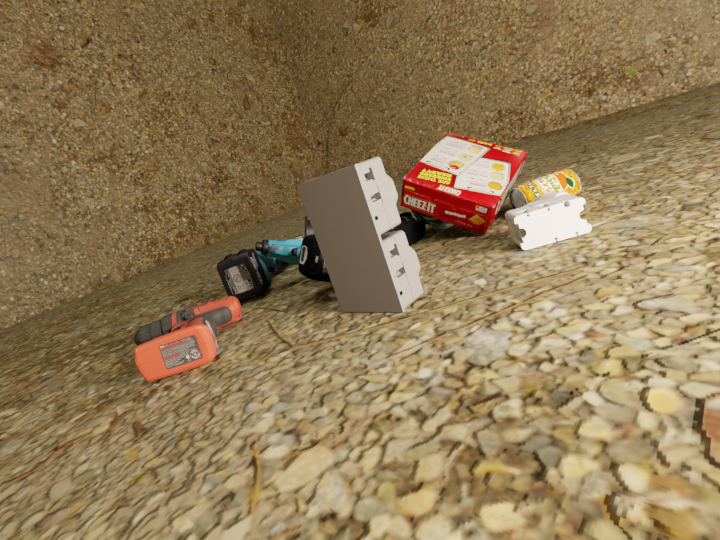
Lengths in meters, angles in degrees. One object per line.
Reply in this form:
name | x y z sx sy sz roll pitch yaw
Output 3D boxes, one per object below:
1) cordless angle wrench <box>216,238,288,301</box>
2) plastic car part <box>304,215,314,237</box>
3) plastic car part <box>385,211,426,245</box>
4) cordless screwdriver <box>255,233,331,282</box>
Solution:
cordless angle wrench | -0.219 -0.031 1.024 0.075 0.097 0.422 -20 10 9
plastic car part | -0.092 -0.060 0.936 0.070 0.115 0.067 4 9 -5
plastic car part | 0.066 -0.064 0.815 0.070 0.065 0.198 3 24 37
cordless screwdriver | -0.099 -0.029 0.768 0.154 0.074 0.257 8 2 -20
